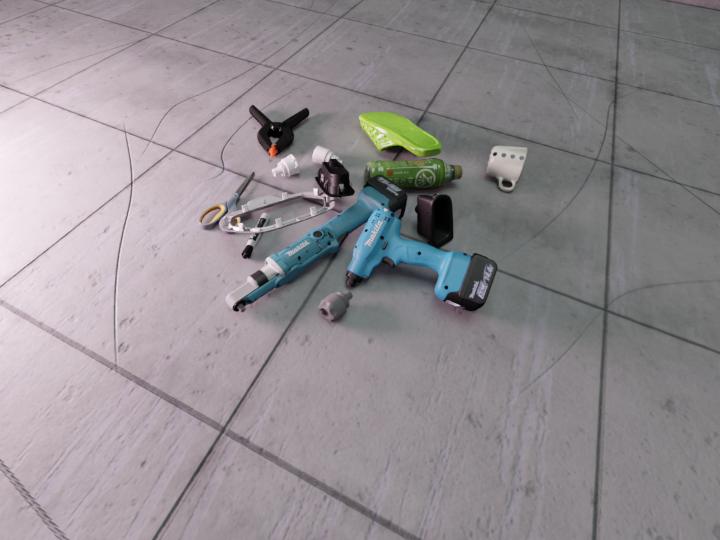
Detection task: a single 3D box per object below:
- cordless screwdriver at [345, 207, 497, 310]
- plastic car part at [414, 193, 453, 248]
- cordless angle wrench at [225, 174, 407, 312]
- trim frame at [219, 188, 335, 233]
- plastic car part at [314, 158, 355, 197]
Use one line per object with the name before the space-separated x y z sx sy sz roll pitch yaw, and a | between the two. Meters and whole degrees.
cordless screwdriver | 0.104 0.002 0.772 0.256 0.072 0.159 26 83 14
plastic car part | 0.144 -0.111 0.865 0.064 0.112 0.075 -29 34 -27
cordless angle wrench | -0.081 -0.053 0.825 0.416 0.072 0.103 -37 61 -26
trim frame | -0.166 -0.124 0.856 0.242 0.027 0.194 -25 30 -25
plastic car part | -0.053 -0.201 0.906 0.065 0.066 0.211 3 26 -13
